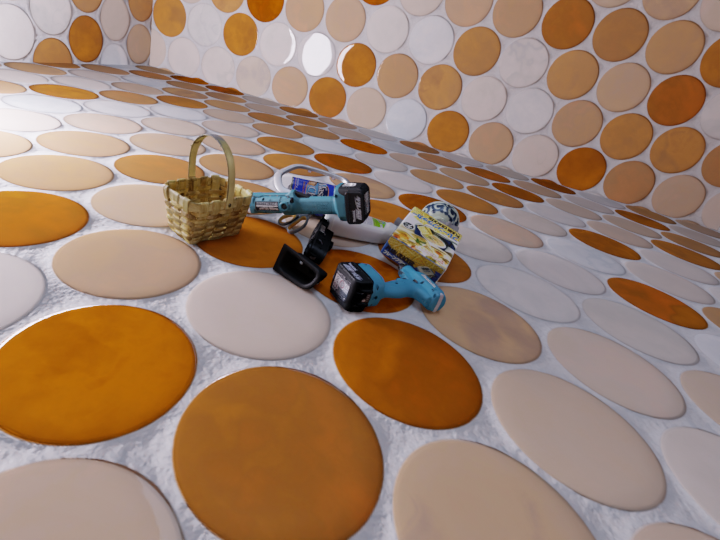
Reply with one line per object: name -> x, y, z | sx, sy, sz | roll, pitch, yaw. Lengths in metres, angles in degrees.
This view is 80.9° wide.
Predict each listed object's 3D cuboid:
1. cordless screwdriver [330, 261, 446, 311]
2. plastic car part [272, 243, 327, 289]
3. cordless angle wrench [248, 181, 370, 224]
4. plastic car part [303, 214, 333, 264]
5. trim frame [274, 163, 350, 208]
cordless screwdriver -> 0.052, 0.025, 0.939 | 0.238, 0.073, 0.168 | 4, 28, -29
plastic car part -> -0.122, -0.003, 0.927 | 0.122, 0.066, 0.068 | 32, 16, 24
cordless angle wrench -> -0.189, -0.177, 1.109 | 0.437, 0.095, 0.074 | 4, 25, 19
plastic car part -> -0.104, -0.068, 1.059 | 0.066, 0.067, 0.204 | 40, 23, -11
trim frame -> -0.125, -0.235, 1.200 | 0.247, 0.027, 0.188 | 17, 43, -3
